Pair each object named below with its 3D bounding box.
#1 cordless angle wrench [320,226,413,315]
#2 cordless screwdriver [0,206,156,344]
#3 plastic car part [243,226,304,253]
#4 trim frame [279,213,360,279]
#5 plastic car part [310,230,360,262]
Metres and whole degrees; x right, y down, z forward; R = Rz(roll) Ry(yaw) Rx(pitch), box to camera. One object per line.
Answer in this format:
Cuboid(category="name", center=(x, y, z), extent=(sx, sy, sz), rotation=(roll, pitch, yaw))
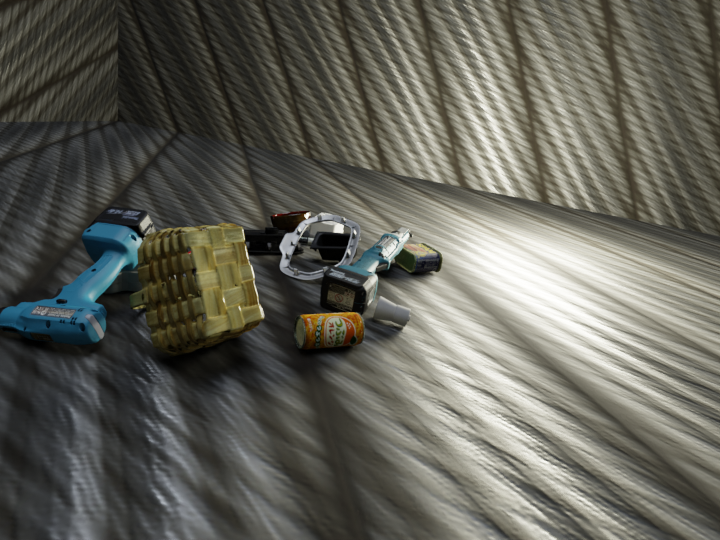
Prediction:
Cuboid(category="cordless angle wrench", center=(0.039, -0.028, 0.964), extent=(0.101, 0.073, 0.416), rotation=(17, 28, 17))
Cuboid(category="cordless screwdriver", center=(-0.432, 0.002, 0.660), extent=(0.161, 0.072, 0.255), rotation=(3, 44, 4))
Cuboid(category="plastic car part", center=(-0.239, -0.073, 1.047), extent=(0.196, 0.066, 0.070), rotation=(-4, 31, -26))
Cuboid(category="trim frame", center=(-0.098, -0.064, 1.003), extent=(0.189, 0.026, 0.252), rotation=(0, 42, 16))
Cuboid(category="plastic car part", center=(-0.057, -0.051, 1.046), extent=(0.120, 0.068, 0.067), rotation=(6, 45, 16))
